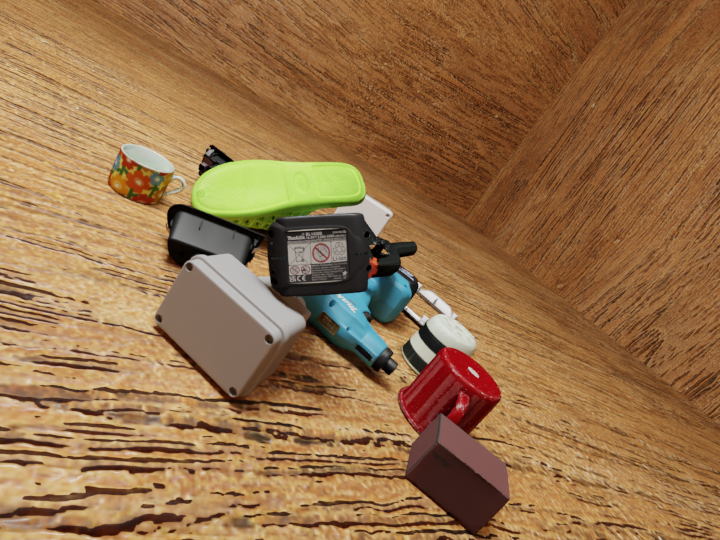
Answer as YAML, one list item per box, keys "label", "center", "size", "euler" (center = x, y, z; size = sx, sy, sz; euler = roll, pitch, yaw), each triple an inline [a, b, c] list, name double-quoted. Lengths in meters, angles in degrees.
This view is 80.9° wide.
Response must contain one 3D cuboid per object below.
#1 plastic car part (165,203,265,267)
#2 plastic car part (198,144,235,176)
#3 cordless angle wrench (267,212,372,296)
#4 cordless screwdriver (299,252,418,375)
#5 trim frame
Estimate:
- label: "plastic car part"
  center: [-0.180, -0.023, 0.500]
  size: [0.112, 0.066, 0.073]
  euler: [22, 36, -24]
- label: "plastic car part"
  center: [-0.207, -0.134, 0.726]
  size: [0.206, 0.066, 0.066]
  euler: [36, 28, 8]
- label: "cordless angle wrench"
  center: [-0.057, -0.037, 0.585]
  size: [0.097, 0.074, 0.427]
  euler: [-4, 7, -5]
- label: "cordless screwdriver"
  center: [0.021, 0.054, 0.613]
  size: [0.165, 0.074, 0.241]
  euler: [39, 23, 16]
- label: "trim frame"
  center: [0.123, 0.066, 0.828]
  size: [0.261, 0.027, 0.175]
  euler: [41, 18, 28]
